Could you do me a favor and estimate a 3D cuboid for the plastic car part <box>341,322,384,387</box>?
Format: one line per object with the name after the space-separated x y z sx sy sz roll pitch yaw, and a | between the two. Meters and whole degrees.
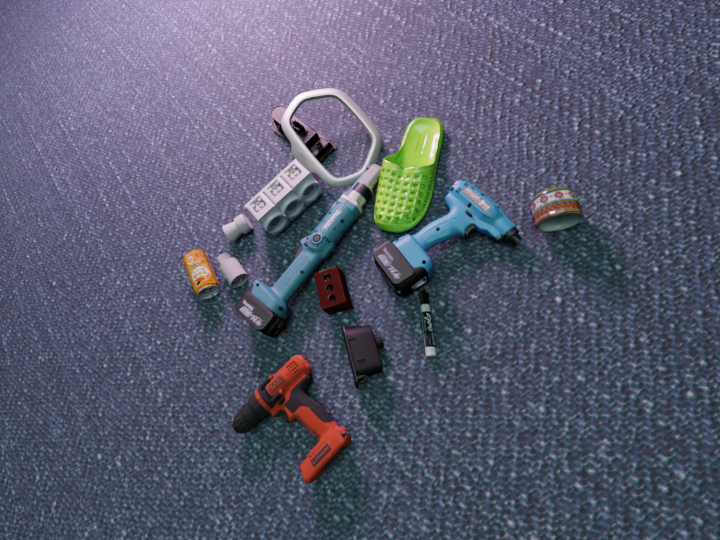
0.008 0.146 0.774 0.071 0.064 0.120 -10 63 -3 | plastic car part

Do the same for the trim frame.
-0.066 -0.299 0.945 0.184 0.027 0.251 -39 84 -4 | trim frame

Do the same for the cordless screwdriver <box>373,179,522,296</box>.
0.157 -0.045 0.786 0.248 0.071 0.166 -39 64 -3 | cordless screwdriver

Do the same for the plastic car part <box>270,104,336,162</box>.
-0.152 -0.334 1.009 0.066 0.064 0.213 -49 61 3 | plastic car part

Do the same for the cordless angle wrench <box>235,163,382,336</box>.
-0.086 -0.056 0.875 0.102 0.071 0.422 35 82 25 | cordless angle wrench
